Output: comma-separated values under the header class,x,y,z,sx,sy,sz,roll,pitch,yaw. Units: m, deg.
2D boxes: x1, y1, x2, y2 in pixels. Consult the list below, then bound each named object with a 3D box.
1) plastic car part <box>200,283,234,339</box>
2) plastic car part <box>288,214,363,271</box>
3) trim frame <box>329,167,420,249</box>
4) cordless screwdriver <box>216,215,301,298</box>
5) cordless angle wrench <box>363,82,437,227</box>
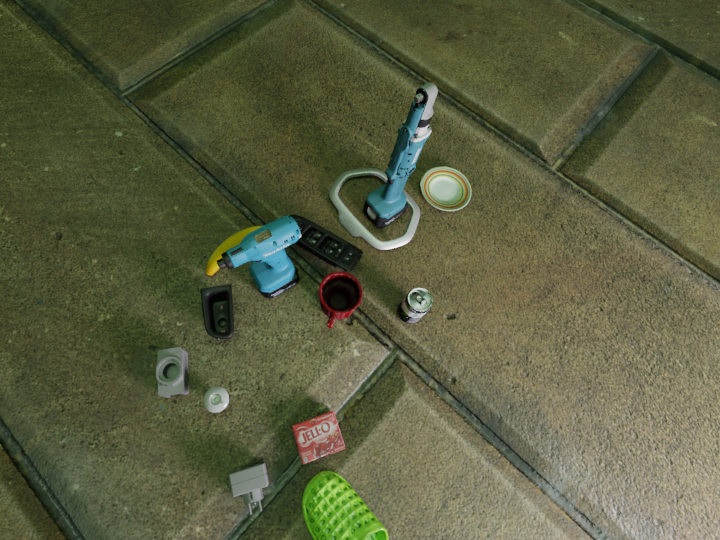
class,x,y,z,sx,sy,sz,roll,pitch,yaw
plastic car part,-0.299,0.097,0.903,0.065,0.070,0.120,-9,68,-9
plastic car part,-0.096,-0.063,0.984,0.207,0.066,0.066,32,68,11
trim frame,0.034,-0.159,1.053,0.182,0.027,0.256,-36,73,-17
cordless screwdriver,-0.200,-0.011,0.860,0.157,0.245,0.076,-29,75,-16
cordless angle wrench,0.085,-0.222,0.872,0.097,0.416,0.076,-35,77,-19
